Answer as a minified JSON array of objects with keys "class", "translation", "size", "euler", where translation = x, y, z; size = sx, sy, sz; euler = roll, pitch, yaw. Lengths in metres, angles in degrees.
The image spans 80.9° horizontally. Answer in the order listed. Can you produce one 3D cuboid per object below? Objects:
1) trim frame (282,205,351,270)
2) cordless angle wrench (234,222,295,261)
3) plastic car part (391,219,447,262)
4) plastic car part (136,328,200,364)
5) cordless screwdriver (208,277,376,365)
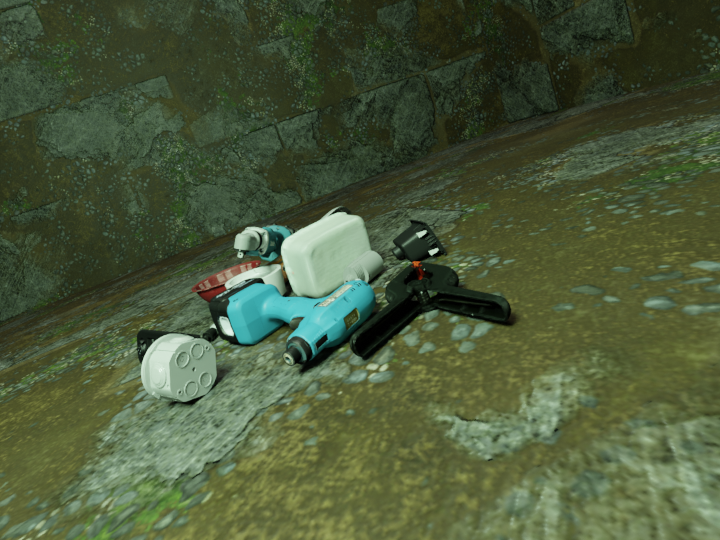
[{"class":"trim frame","translation":[-0.085,-0.055,0.867],"size":[0.184,0.028,0.245],"euler":[-47,-3,6]},{"class":"cordless angle wrench","translation":[-0.207,-0.061,0.915],"size":[0.074,0.098,0.423],"euler":[10,3,-3]},{"class":"plastic car part","translation":[0.090,-0.046,0.740],"size":[0.071,0.065,0.119],"euler":[-35,12,-2]},{"class":"plastic car part","translation":[-0.290,0.118,0.646],"size":[0.212,0.066,0.065],"euler":[-6,9,43]},{"class":"cordless screwdriver","translation":[-0.117,0.068,0.580],"size":[0.260,0.073,0.155],"euler":[-3,22,39]}]
